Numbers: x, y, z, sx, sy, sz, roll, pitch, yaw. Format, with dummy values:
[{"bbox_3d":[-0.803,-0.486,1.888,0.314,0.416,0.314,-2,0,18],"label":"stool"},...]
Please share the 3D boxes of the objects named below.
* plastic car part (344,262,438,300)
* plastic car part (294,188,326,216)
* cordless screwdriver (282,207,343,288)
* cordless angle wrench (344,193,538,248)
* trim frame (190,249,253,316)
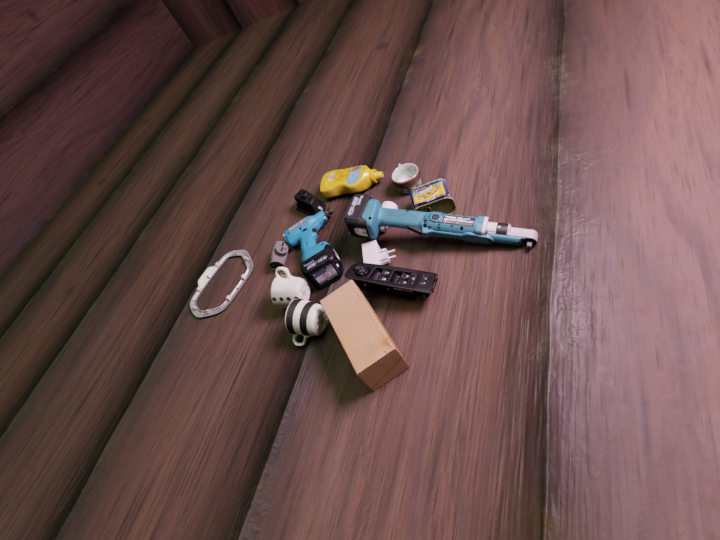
[{"bbox_3d":[0.066,0.026,0.949,0.211,0.064,0.066,12,50,22],"label":"plastic car part"},{"bbox_3d":[-0.161,-0.213,1.295,0.066,0.067,0.123,-48,42,-11],"label":"plastic car part"},{"bbox_3d":[-0.112,-0.074,1.149,0.159,0.070,0.262,-34,41,2],"label":"cordless screwdriver"},{"bbox_3d":[0.173,-0.105,0.974,0.441,0.071,0.098,10,61,25],"label":"cordless angle wrench"},{"bbox_3d":[-0.423,0.034,1.282,0.194,0.026,0.249,13,64,39],"label":"trim frame"}]
